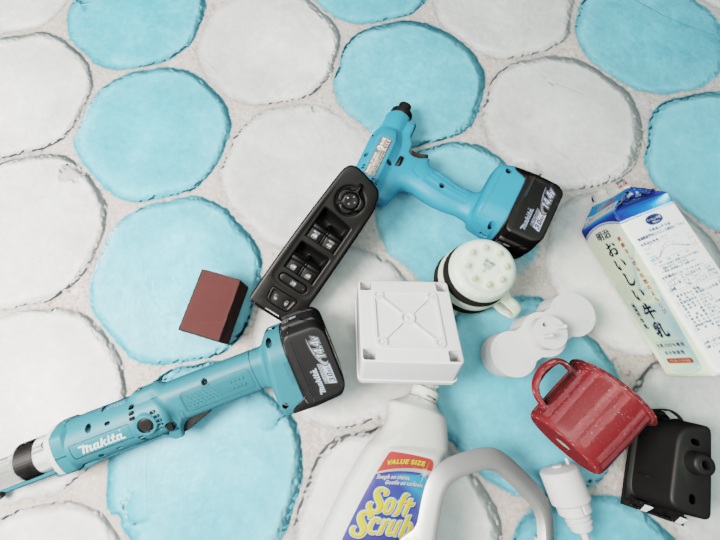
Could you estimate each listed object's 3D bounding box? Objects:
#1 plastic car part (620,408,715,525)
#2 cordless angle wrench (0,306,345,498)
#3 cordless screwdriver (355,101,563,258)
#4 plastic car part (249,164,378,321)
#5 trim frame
[{"bbox_3d":[0.336,0.208,0.449,0.066,0.070,0.117,18,77,2],"label":"plastic car part"},{"bbox_3d":[-0.229,0.159,0.473,0.423,0.076,0.096,-21,102,-1],"label":"cordless angle wrench"},{"bbox_3d":[0.124,-0.125,0.556,0.254,0.072,0.160,22,75,11],"label":"cordless screwdriver"},{"bbox_3d":[-0.051,-0.033,0.520,0.066,0.068,0.203,35,98,-6],"label":"plastic car part"},{"bbox_3d":[0.116,0.307,0.417,0.178,0.028,0.251,14,77,-18],"label":"trim frame"}]
